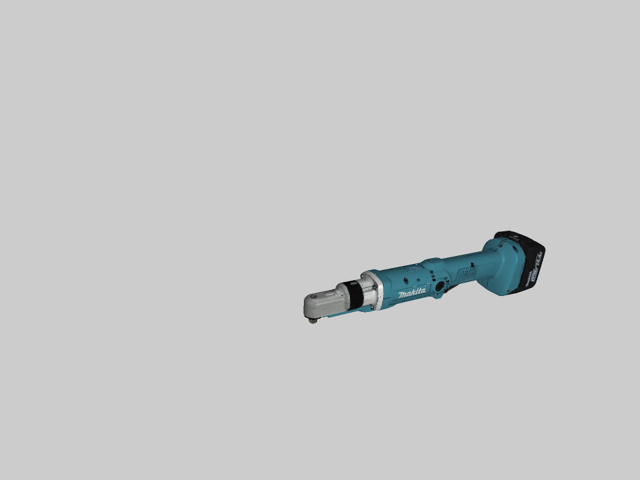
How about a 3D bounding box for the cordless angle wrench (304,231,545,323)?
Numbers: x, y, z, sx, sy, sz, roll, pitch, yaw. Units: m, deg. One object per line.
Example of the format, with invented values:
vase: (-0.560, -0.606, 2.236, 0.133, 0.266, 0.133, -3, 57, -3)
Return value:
cordless angle wrench: (0.168, 0.061, 0.656, 0.422, 0.098, 0.074, -8, 26, -25)
